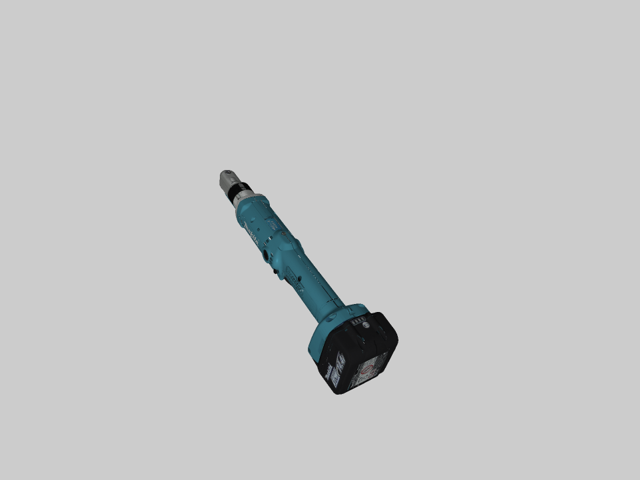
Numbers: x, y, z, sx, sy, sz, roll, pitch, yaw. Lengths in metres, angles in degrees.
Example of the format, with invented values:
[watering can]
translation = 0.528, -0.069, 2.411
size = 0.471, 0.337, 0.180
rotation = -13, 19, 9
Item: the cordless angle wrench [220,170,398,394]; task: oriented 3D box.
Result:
[cordless angle wrench]
translation = -0.055, 0.018, 0.613
size = 0.074, 0.098, 0.422
rotation = -16, 48, -30
